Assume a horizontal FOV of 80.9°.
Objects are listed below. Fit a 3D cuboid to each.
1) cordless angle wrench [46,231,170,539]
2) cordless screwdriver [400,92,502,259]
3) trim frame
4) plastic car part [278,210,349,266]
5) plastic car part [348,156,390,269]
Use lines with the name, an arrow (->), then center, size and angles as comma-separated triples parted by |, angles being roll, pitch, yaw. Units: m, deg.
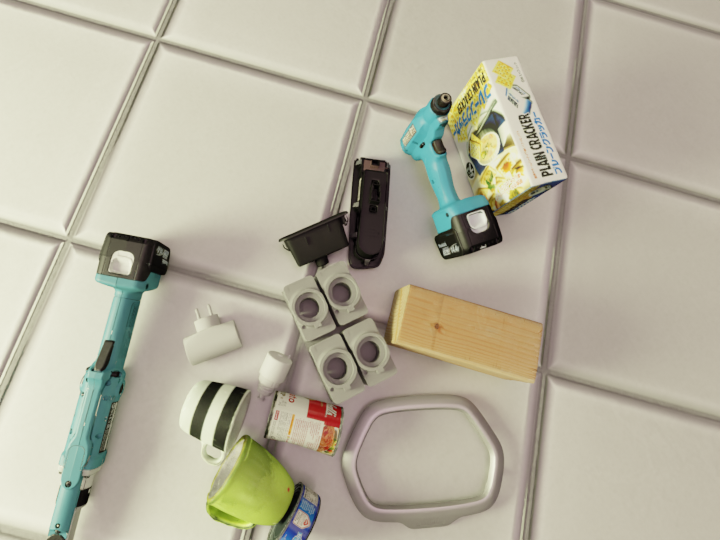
cordless angle wrench -> -0.363, 0.160, 0.594 | 0.074, 0.098, 0.426 | 10, 79, -6
cordless screwdriver -> 0.145, -0.148, 0.679 | 0.073, 0.159, 0.252 | -18, 81, -13
trim frame -> 0.095, 0.283, 0.631 | 0.245, 0.027, 0.187 | -2, 75, -8
plastic car part -> -0.067, -0.044, 0.688 | 0.115, 0.067, 0.070 | -28, 96, -9
plastic car part -> 0.020, -0.101, 0.708 | 0.065, 0.068, 0.205 | 9, 78, -13
